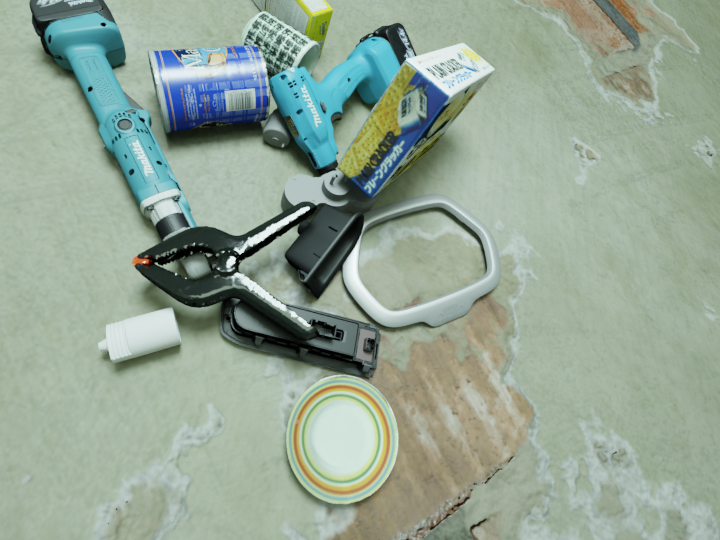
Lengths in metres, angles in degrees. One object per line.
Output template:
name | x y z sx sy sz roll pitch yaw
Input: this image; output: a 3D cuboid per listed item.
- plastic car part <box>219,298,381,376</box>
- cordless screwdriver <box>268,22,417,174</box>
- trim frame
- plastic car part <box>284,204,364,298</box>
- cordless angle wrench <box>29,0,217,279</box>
plastic car part | -0.069 0.073 0.502 0.201 0.067 0.067 14 73 -5
cordless screwdriver | -0.009 -0.256 0.633 0.245 0.078 0.154 -42 116 -29
trim frame | 0.088 -0.017 0.594 0.242 0.027 0.189 -19 73 -22
plastic car part | -0.053 -0.035 0.544 0.074 0.063 0.116 27 74 19
cordless angle wrench | -0.298 -0.174 0.545 0.096 0.074 0.431 -26 78 -22
